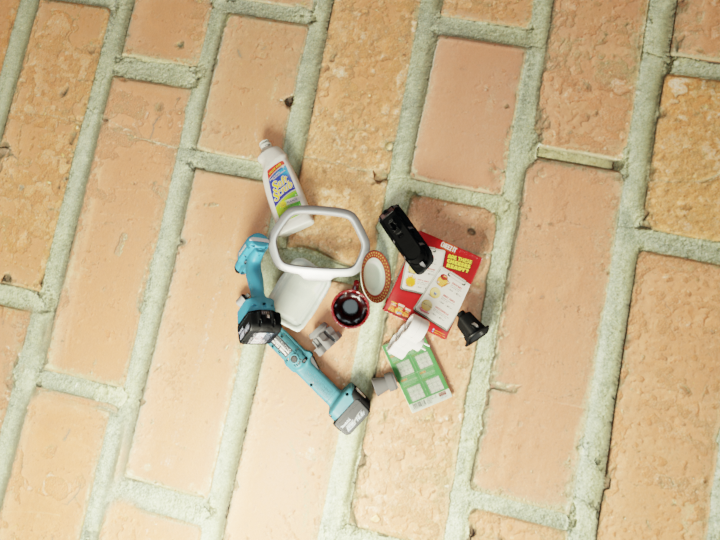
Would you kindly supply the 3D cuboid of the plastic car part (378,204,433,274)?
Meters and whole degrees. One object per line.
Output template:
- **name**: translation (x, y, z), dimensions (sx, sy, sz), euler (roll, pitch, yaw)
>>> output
- **plastic car part**: translation (0.103, -0.083, 1.003), dimensions (0.067, 0.063, 0.213), euler (-37, 56, 10)

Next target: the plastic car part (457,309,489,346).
- **plastic car part**: translation (0.258, 0.129, 1.003), dimensions (0.066, 0.111, 0.074), euler (-35, 63, -1)

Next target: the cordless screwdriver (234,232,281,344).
- **cordless screwdriver**: translation (-0.257, 0.052, 1.000), dimensions (0.071, 0.161, 0.257), euler (7, 57, -32)

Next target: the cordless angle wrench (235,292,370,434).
- **cordless angle wrench**: translation (-0.157, 0.215, 1.048), dimensions (0.431, 0.073, 0.098), euler (43, 89, 9)

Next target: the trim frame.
- **trim frame**: translation (-0.100, -0.066, 1.027), dimensions (0.247, 0.027, 0.185), euler (3, 85, -4)
